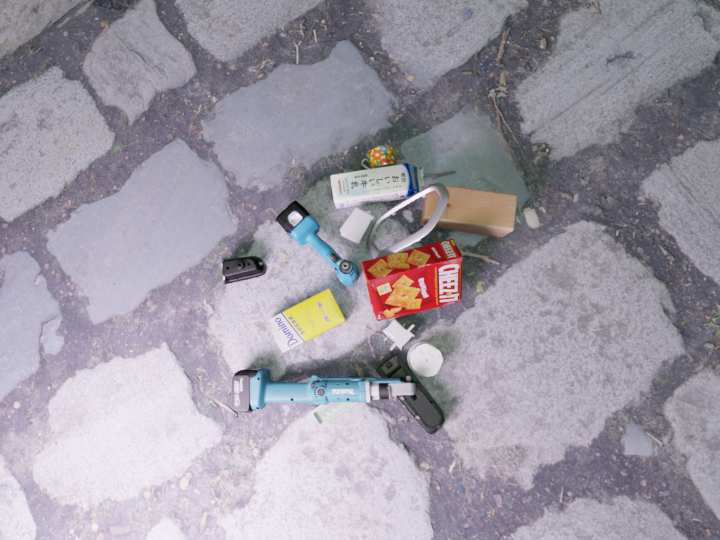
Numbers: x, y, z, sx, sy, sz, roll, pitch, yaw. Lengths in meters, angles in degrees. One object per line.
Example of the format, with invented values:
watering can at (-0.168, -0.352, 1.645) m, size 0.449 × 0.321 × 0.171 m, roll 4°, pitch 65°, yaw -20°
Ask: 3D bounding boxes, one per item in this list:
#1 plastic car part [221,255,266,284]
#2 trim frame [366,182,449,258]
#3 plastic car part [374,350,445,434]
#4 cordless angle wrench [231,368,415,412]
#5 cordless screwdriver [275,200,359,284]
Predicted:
plastic car part at (-0.309, -0.008, 1.089) m, size 0.118 × 0.069 × 0.067 m, roll -11°, pitch 81°, yaw 6°
trim frame at (0.107, -0.117, 1.004) m, size 0.254 × 0.026 × 0.188 m, roll -30°, pitch 36°, yaw 38°
plastic car part at (0.123, 0.288, 0.990) m, size 0.066 × 0.066 × 0.207 m, roll -37°, pitch 80°, yaw -10°
cordless angle wrench at (-0.088, 0.277, 0.983) m, size 0.431 × 0.072 × 0.099 m, roll -4°, pitch 79°, yaw 11°
cordless screwdriver at (-0.101, -0.066, 1.035) m, size 0.074 × 0.155 × 0.255 m, roll -44°, pitch 77°, yaw -5°
